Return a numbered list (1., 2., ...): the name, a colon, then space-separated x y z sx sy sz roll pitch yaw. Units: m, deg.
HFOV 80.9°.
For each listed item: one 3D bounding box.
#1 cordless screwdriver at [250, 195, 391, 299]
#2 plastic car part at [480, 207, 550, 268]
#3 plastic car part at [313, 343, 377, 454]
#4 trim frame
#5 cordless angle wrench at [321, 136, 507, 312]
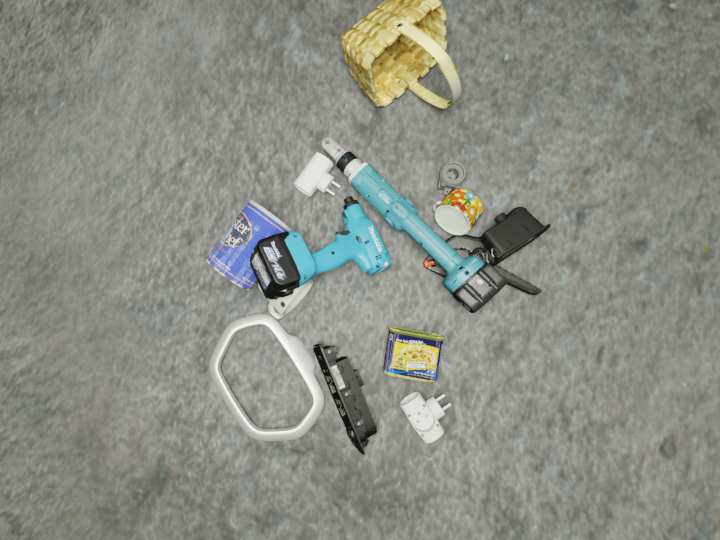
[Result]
1. cordless screwdriver: -0.074 -0.048 0.758 0.241 0.075 0.164 -15 71 -29
2. plastic car part: 0.263 -0.067 0.750 0.116 0.064 0.073 -35 73 -5
3. plastic car part: -0.024 0.226 0.774 0.065 0.067 0.206 -15 81 -26
4. trim frame: -0.178 0.203 0.802 0.184 0.027 0.253 -35 80 0
5. cordless angle wrench: 0.072 -0.104 0.769 0.074 0.095 0.436 -44 73 3
